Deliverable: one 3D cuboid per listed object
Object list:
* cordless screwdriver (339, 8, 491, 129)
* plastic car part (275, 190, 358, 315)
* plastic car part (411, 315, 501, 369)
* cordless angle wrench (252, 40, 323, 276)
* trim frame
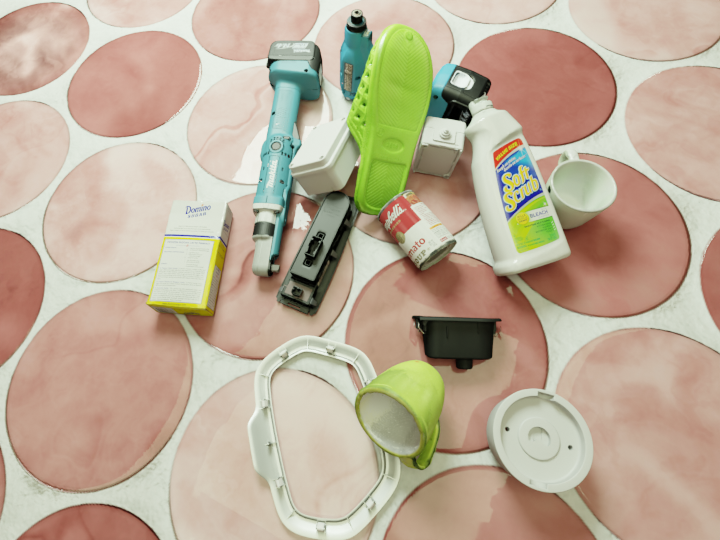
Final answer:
[{"bbox_3d":[0.080,-0.316,0.685,0.255,0.155,0.074,26,69,12],"label":"cordless screwdriver"},{"bbox_3d":[-0.062,-0.041,0.638,0.069,0.064,0.204,17,68,17],"label":"plastic car part"},{"bbox_3d":[0.131,0.095,0.567,0.117,0.065,0.071,4,84,3],"label":"plastic car part"},{"bbox_3d":[-0.133,-0.193,0.703,0.099,0.072,0.430,3,70,5],"label":"cordless angle wrench"},{"bbox_3d":[-0.053,0.207,0.551,0.184,0.027,0.256,-16,69,0],"label":"trim frame"}]
